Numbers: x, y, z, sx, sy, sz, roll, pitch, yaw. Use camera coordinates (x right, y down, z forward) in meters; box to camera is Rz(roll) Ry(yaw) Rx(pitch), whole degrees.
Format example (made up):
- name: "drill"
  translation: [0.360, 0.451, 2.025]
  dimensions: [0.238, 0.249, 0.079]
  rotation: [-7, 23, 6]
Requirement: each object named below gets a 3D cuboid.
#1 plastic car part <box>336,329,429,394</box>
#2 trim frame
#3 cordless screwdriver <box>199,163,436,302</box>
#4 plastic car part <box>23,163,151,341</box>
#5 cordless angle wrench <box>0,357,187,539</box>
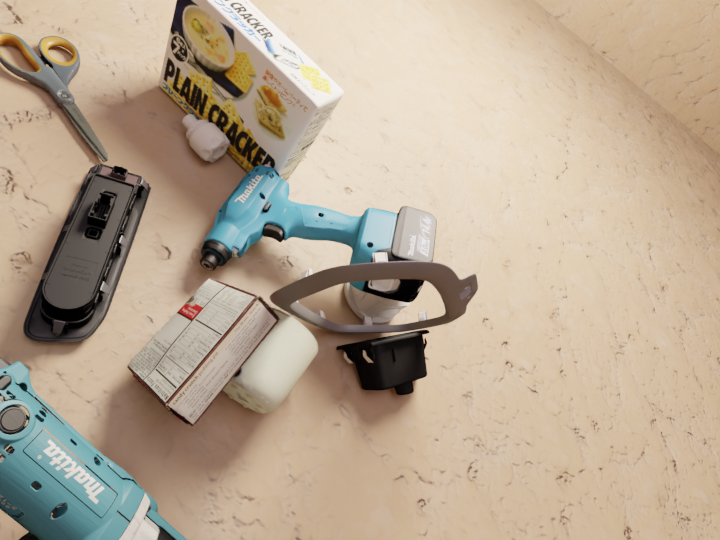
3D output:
- name: "plastic car part"
  translation: [0.041, 0.110, 0.498]
  dimensions: [0.111, 0.068, 0.072]
  rotation: [0, 77, -36]
- name: "trim frame"
  translation: [0.020, 0.031, 0.417]
  dimensions: [0.236, 0.189, 0.028]
  rotation: [46, 40, -62]
- name: "cordless screwdriver"
  translation: [-0.047, -0.031, 0.484]
  dimensions: [0.253, 0.072, 0.160]
  rotation: [18, 50, 8]
- name: "plastic car part"
  translation: [-0.256, -0.030, 0.410]
  dimensions: [0.063, 0.068, 0.208]
  rotation: [21, 54, -30]
- name: "cordless angle wrench"
  translation: [-0.232, 0.099, 0.268]
  dimensions: [0.412, 0.076, 0.098]
  rotation: [53, 25, -15]
